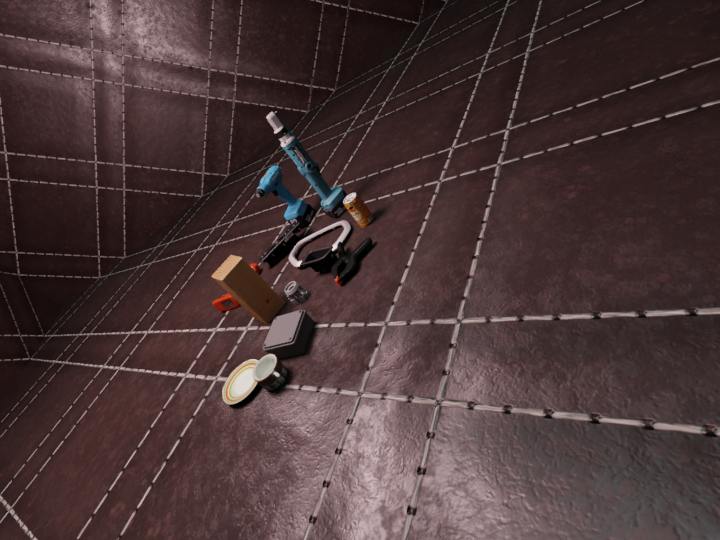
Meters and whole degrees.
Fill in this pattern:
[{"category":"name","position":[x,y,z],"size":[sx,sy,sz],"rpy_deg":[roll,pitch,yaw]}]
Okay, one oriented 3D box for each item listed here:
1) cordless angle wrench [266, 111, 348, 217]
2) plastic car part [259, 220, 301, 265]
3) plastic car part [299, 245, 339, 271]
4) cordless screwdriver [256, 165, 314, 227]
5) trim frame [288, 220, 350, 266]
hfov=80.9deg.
[{"category":"cordless angle wrench","position":[-0.184,-0.360,1.449],"size":[0.097,0.404,0.078],"rpy_deg":[-44,28,-11]},{"category":"plastic car part","position":[-0.287,-0.093,1.544],"size":[0.202,0.064,0.069],"rpy_deg":[-42,30,-5]},{"category":"plastic car part","position":[-0.113,-0.027,1.272],"size":[0.121,0.068,0.066],"rpy_deg":[-9,41,41]},{"category":"cordless screwdriver","position":[-0.286,-0.256,1.584],"size":[0.077,0.238,0.160],"rpy_deg":[-15,37,37]},{"category":"trim frame","position":[-0.139,-0.091,1.422],"size":[0.253,0.026,0.189],"rpy_deg":[-26,33,21]}]
